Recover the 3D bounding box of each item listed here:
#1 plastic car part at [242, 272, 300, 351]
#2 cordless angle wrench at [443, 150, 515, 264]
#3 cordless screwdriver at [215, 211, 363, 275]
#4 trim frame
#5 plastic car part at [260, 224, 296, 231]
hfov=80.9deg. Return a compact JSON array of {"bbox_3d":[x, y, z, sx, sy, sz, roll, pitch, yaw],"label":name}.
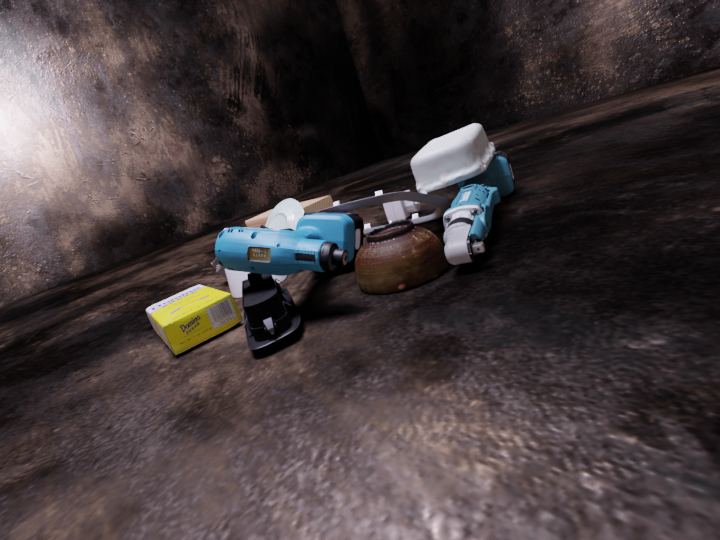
[{"bbox_3d":[-0.115,0.036,0.513,0.065,0.066,0.210,-16,17,-12],"label":"plastic car part"},{"bbox_3d":[0.170,-0.100,0.628,0.101,0.072,0.419,-13,19,26],"label":"cordless angle wrench"},{"bbox_3d":[-0.055,-0.036,0.566,0.165,0.074,0.242,5,11,22],"label":"cordless screwdriver"},{"bbox_3d":[0.029,-0.096,0.735,0.257,0.028,0.175,-11,-15,27],"label":"trim frame"},{"bbox_3d":[-0.125,-0.047,0.762,0.068,0.064,0.123,-19,24,-34],"label":"plastic car part"}]
